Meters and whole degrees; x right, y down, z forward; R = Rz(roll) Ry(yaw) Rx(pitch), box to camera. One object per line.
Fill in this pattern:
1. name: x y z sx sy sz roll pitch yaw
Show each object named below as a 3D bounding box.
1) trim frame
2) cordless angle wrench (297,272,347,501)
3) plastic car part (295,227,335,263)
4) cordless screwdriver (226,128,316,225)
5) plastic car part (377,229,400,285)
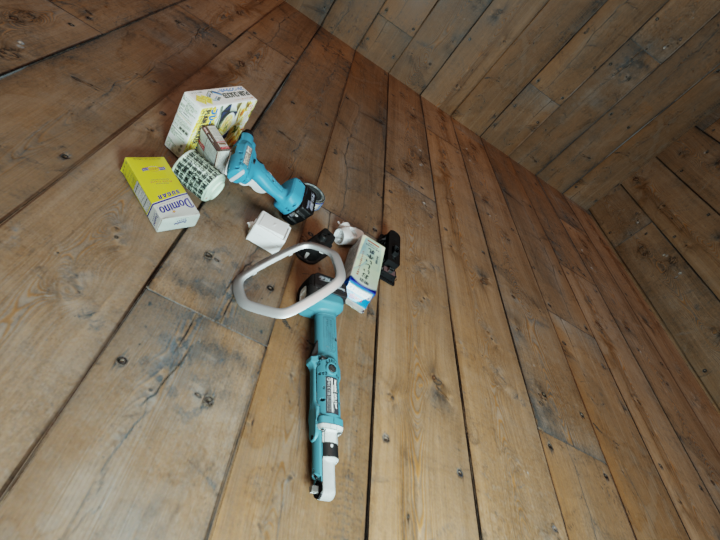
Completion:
1. trim frame: -0.145 0.014 0.879 0.243 0.026 0.194 -33 52 -29
2. cordless angle wrench: -0.069 0.193 0.796 0.094 0.075 0.438 20 41 -26
3. plastic car part: -0.103 -0.067 1.051 0.067 0.071 0.114 42 32 4
4. cordless screwdriver: -0.217 -0.232 1.051 0.235 0.076 0.163 36 42 -38
5. plastic car part: 0.083 -0.051 1.209 0.065 0.067 0.207 23 35 -13
